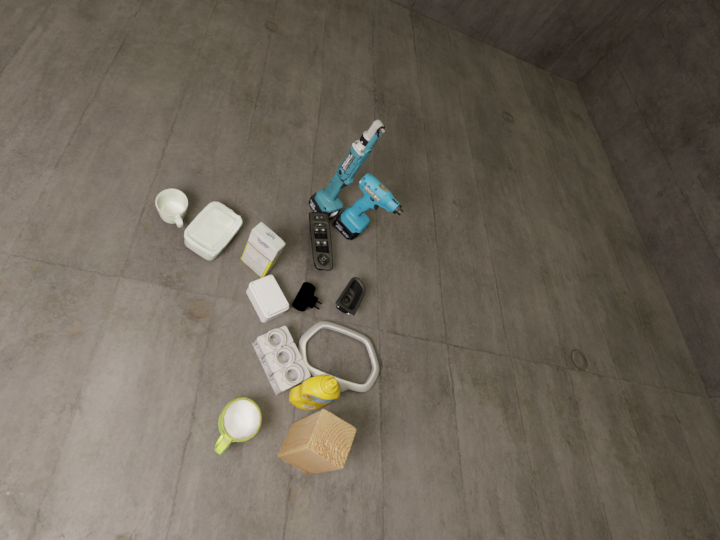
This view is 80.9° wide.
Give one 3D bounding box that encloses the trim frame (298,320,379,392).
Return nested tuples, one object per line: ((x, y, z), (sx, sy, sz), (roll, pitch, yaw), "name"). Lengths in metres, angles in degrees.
((-0.060, 0.244, 1.191), (0.243, 0.027, 0.187), (22, 54, -11), "trim frame")

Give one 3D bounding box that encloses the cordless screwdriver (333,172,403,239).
((0.023, -0.182, 1.351), (0.160, 0.250, 0.073), (46, 52, 2), "cordless screwdriver")

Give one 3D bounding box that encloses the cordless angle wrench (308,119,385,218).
((-0.041, -0.301, 1.285), (0.072, 0.426, 0.100), (-21, 76, -35), "cordless angle wrench")

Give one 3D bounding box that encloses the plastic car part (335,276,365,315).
((-0.034, 0.084, 1.274), (0.066, 0.071, 0.116), (35, 53, -5), "plastic car part")

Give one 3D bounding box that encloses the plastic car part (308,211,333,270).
((-0.131, -0.085, 1.337), (0.064, 0.067, 0.209), (4, 59, -25), "plastic car part")
